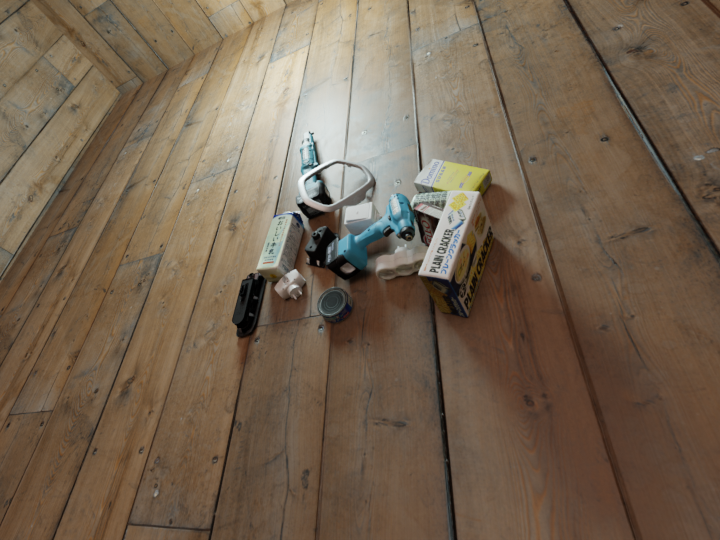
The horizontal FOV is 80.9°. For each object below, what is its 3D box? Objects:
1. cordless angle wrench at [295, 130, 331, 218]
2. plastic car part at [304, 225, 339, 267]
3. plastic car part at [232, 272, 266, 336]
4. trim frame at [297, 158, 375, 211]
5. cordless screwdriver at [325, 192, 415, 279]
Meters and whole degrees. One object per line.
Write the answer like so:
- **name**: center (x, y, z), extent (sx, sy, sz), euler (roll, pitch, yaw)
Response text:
- **cordless angle wrench**: center (-0.169, -0.346, 1.415), extent (0.099, 0.070, 0.439), euler (-24, 46, 14)
- **plastic car part**: center (-0.115, -0.075, 1.173), extent (0.069, 0.067, 0.117), euler (11, 66, 35)
- **plastic car part**: center (-0.315, 0.085, 1.186), extent (0.068, 0.063, 0.208), euler (-9, 55, 17)
- **trim frame**: center (-0.071, -0.253, 1.246), extent (0.192, 0.027, 0.244), euler (38, 57, 24)
- **cordless screwdriver**: center (0.026, -0.066, 1.017), extent (0.252, 0.071, 0.164), euler (-38, 33, 25)
